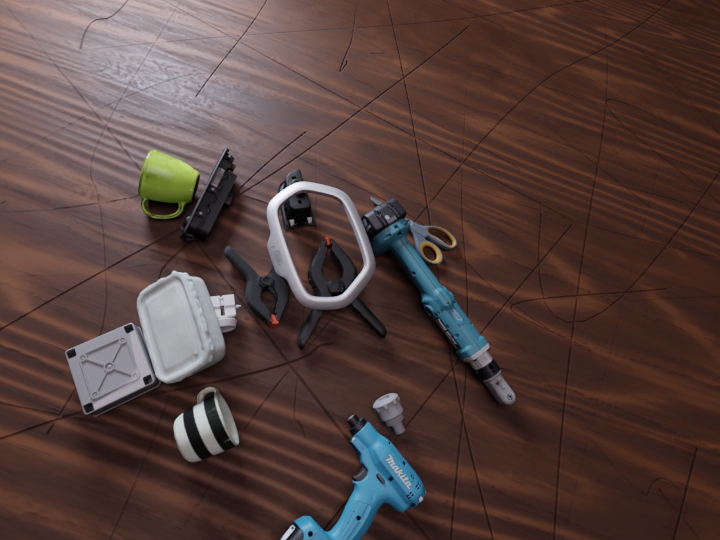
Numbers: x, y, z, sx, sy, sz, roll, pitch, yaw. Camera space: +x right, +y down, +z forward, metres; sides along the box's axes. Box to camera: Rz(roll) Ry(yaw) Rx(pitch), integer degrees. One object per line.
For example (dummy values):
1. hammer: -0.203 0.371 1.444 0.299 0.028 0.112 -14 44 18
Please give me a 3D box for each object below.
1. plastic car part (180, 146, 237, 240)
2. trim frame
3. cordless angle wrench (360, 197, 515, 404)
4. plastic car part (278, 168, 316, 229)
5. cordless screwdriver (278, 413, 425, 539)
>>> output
1. plastic car part: -0.288 -0.137 0.821 0.064 0.069 0.204 34 62 -25
2. trim frame: -0.076 -0.050 0.777 0.181 0.027 0.252 -19 81 -15
3. cordless angle wrench: 0.146 0.060 0.786 0.073 0.097 0.431 -31 79 -18
4. plastic car part: -0.128 -0.150 0.840 0.065 0.071 0.119 -9 73 -15
5. cordless screwdriver: -0.033 0.357 0.643 0.245 0.074 0.163 -38 78 -25
